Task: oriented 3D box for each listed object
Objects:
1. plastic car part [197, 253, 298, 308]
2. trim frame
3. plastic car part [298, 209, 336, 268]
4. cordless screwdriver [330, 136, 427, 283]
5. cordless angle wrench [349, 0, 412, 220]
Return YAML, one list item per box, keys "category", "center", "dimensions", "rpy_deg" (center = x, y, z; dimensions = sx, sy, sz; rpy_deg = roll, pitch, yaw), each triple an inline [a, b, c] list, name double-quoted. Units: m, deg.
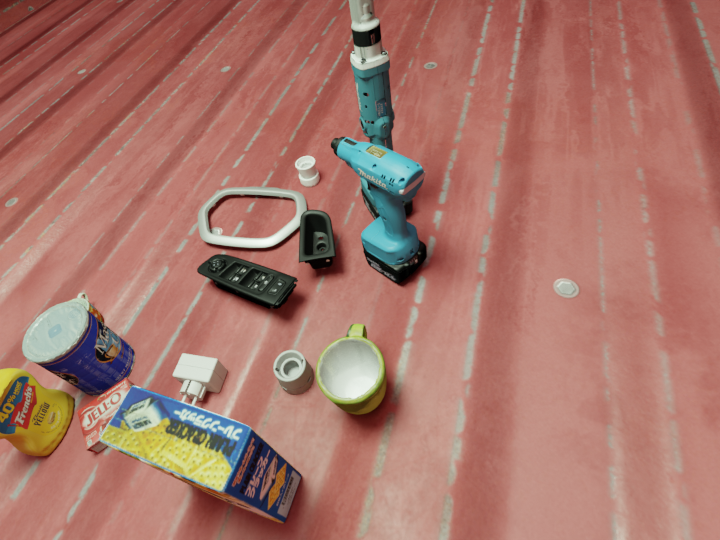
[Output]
- category: "plastic car part"
  center: [-0.204, 0.021, 0.761]
  dimensions: [0.212, 0.064, 0.066]
  rpy_deg: [19, 59, 26]
- category: "trim frame"
  center: [-0.234, -0.120, 0.902]
  dimensions: [0.256, 0.026, 0.187]
  rpy_deg: [3, 54, 16]
- category: "plastic car part"
  center: [-0.076, -0.050, 0.781]
  dimensions: [0.066, 0.068, 0.120]
  rpy_deg: [-10, 51, 5]
- category: "cordless screwdriver"
  center: [0.029, -0.099, 0.682]
  dimensions: [0.073, 0.238, 0.168]
  rpy_deg: [-40, 56, -20]
- category: "cordless angle wrench"
  center: [0.026, -0.248, 0.691]
  dimensions: [0.074, 0.405, 0.103]
  rpy_deg: [-22, 52, -7]
